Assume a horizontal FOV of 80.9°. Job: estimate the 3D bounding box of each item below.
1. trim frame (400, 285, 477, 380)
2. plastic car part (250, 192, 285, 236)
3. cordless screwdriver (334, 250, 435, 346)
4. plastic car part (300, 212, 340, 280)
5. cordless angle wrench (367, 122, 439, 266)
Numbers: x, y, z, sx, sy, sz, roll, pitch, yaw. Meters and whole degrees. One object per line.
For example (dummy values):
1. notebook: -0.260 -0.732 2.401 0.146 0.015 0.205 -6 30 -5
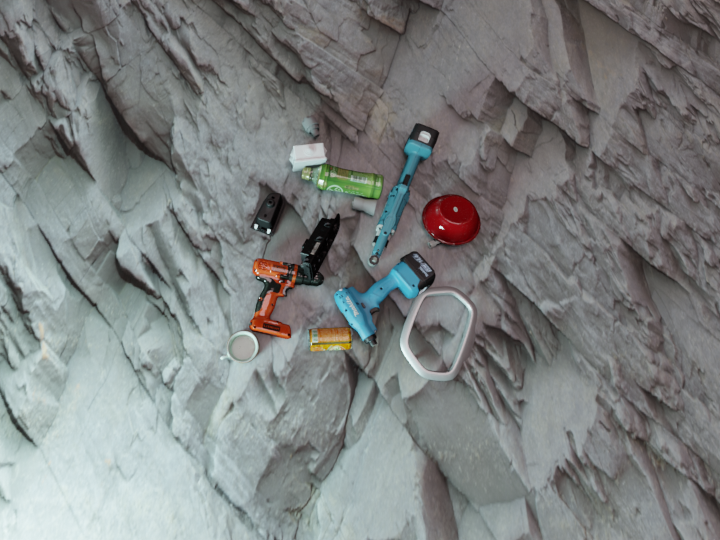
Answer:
1. trim frame: 0.204 0.155 1.077 0.186 0.027 0.250 23 70 4
2. plastic car part: -0.241 -0.161 1.118 0.066 0.071 0.117 20 75 -3
3. cordless screwdriver: 0.076 0.069 1.060 0.246 0.072 0.165 -29 68 -10
4. plastic car part: -0.106 -0.070 1.088 0.070 0.063 0.203 12 51 23
5. cordless angle wrench: 0.106 -0.203 1.158 0.074 0.097 0.425 23 76 -1
